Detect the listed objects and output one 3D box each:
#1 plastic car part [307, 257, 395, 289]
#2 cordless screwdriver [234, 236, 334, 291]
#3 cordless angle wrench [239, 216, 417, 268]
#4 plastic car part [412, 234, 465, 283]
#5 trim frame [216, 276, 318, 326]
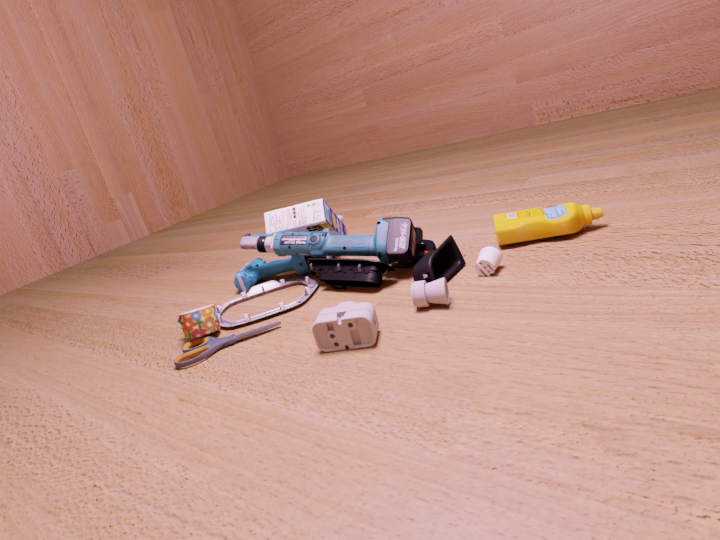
[{"bbox_3d":[-0.027,0.005,0.882,0.212,0.062,0.068,-3,59,39],"label":"plastic car part"},{"bbox_3d":[-0.193,-0.023,1.088,0.253,0.072,0.160,-16,18,13],"label":"cordless screwdriver"},{"bbox_3d":[-0.093,-0.061,0.948,0.439,0.099,0.070,1,-24,24],"label":"cordless angle wrench"},{"bbox_3d":[0.138,-0.009,0.809,0.114,0.065,0.073,-36,11,-39],"label":"plastic car part"},{"bbox_3d":[-0.213,0.064,0.934,0.247,0.027,0.189,-20,19,-4],"label":"trim frame"}]
